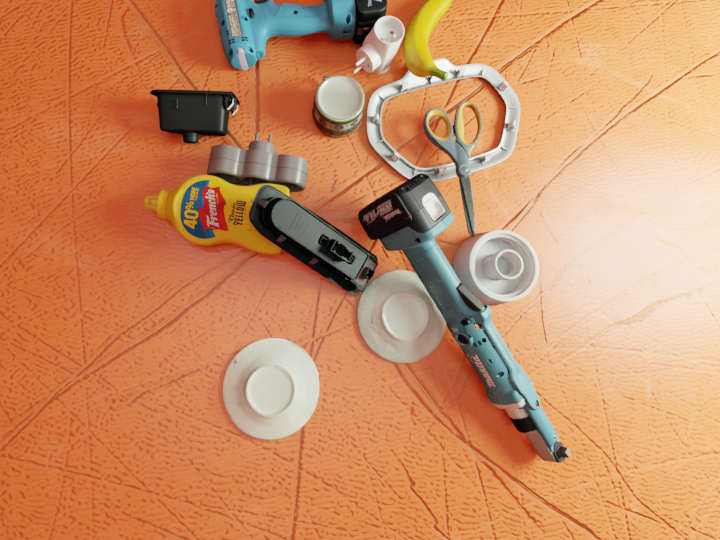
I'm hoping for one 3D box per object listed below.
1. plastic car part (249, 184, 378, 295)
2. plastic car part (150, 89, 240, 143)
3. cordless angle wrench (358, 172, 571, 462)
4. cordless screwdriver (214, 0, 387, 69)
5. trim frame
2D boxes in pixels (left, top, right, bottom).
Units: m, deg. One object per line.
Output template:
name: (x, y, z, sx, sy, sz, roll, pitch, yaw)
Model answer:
plastic car part: (-0.053, -0.035, 0.547, 0.195, 0.070, 0.066, 34, 86, -21)
plastic car part: (-0.234, -0.217, 0.602, 0.116, 0.067, 0.070, -1, 97, -3)
cordless angle wrench: (0.149, 0.075, 0.562, 0.073, 0.100, 0.421, -34, 93, -38)
cordless screwdriver: (-0.094, -0.404, 0.633, 0.248, 0.074, 0.161, -13, 83, -3)
trim frame: (0.130, -0.233, 0.645, 0.247, 0.027, 0.186, -16, 81, -5)
